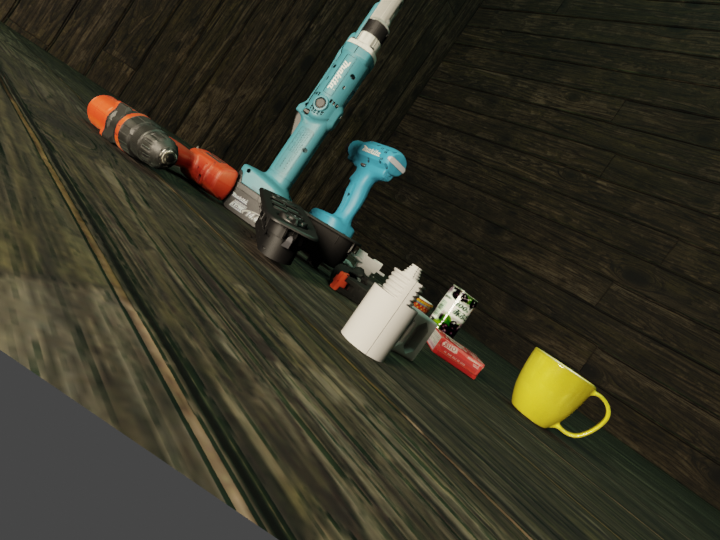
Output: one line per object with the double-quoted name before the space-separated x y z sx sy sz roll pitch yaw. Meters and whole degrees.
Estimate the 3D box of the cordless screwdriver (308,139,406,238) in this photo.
"cordless screwdriver" -0.035 -0.139 0.812 0.070 0.249 0.168 32 4 -43

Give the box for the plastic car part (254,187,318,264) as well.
"plastic car part" -0.099 -0.054 0.503 0.064 0.067 0.210 33 3 -21

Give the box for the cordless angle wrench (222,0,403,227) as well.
"cordless angle wrench" -0.060 -0.253 0.665 0.100 0.423 0.073 35 3 9

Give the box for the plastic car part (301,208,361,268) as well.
"plastic car part" -0.064 -0.042 0.659 0.116 0.071 0.066 34 3 -2
